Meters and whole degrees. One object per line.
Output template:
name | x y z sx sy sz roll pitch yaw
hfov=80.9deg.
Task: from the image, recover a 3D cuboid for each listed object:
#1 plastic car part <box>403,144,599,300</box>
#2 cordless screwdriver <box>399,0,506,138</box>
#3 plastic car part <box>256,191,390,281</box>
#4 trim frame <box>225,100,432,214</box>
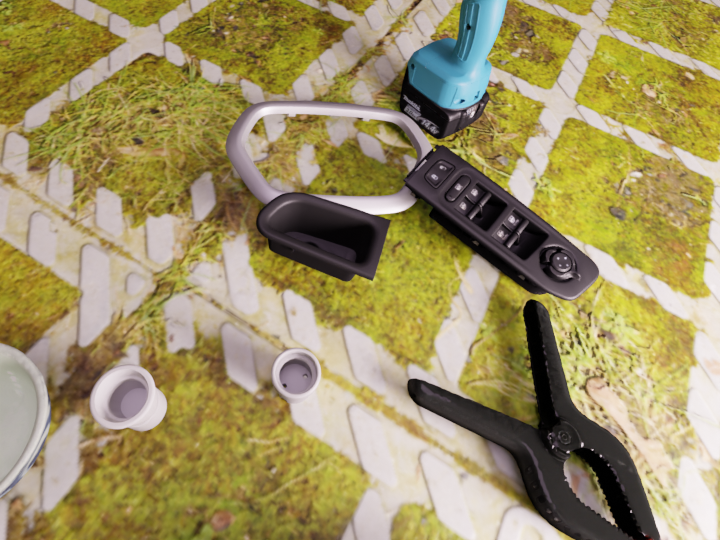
plastic car part | 0.136 -0.040 0.436 0.209 0.066 0.065 39 64 15
cordless screwdriver | 0.105 -0.279 0.464 0.073 0.245 0.165 -31 71 -23
plastic car part | -0.040 -0.026 0.410 0.117 0.069 0.067 18 61 3
trim frame | -0.032 -0.141 0.499 0.246 0.027 0.189 -1 61 -6
